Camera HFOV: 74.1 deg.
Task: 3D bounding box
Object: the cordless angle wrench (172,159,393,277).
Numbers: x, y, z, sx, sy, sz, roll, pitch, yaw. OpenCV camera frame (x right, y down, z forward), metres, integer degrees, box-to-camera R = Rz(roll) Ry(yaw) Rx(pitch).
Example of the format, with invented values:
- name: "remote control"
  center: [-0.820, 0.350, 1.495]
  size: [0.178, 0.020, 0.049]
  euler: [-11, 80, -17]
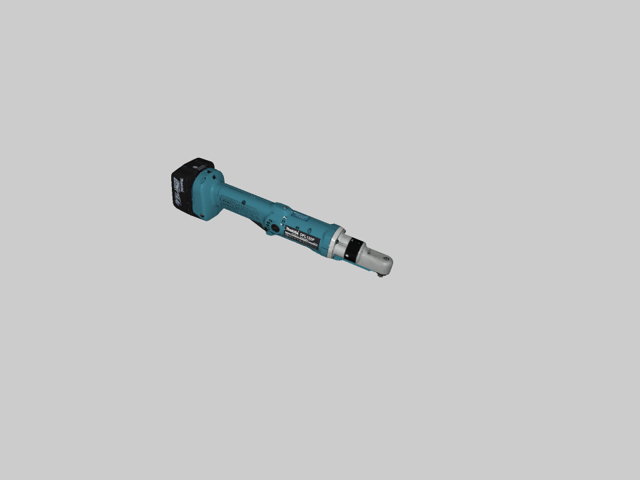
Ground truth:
- name: "cordless angle wrench"
  center: [-0.070, -0.033, 0.761]
  size: [0.423, 0.098, 0.074]
  euler: [22, 39, 13]
